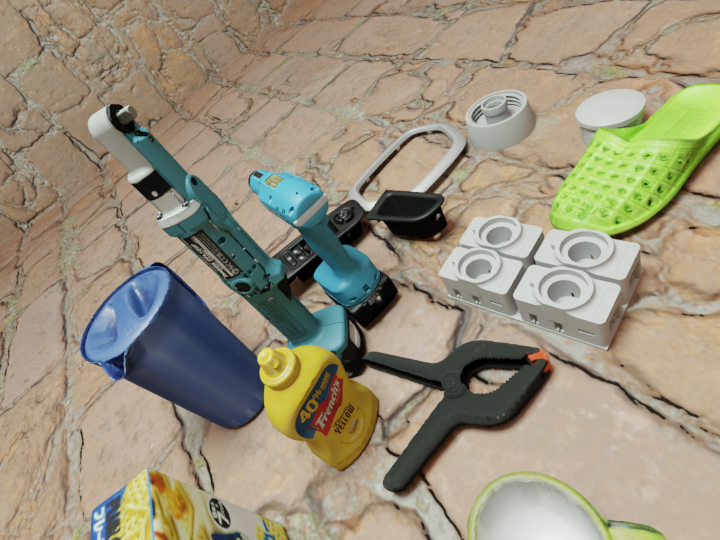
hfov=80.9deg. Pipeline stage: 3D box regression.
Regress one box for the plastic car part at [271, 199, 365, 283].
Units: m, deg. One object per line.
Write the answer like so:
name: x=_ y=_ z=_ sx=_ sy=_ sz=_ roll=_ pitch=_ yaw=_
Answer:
plastic car part: x=-0.068 y=-0.039 z=0.722 sx=0.202 sy=0.063 sz=0.070 roll=-43 pitch=40 yaw=-6

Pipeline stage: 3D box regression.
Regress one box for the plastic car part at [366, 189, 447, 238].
plastic car part: x=0.081 y=-0.079 z=0.651 sx=0.123 sy=0.067 sz=0.066 roll=14 pitch=61 yaw=43

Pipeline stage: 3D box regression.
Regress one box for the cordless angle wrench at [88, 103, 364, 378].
cordless angle wrench: x=-0.124 y=-0.001 z=0.469 sx=0.100 sy=0.401 sz=0.077 roll=-20 pitch=42 yaw=18

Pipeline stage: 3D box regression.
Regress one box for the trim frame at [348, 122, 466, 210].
trim frame: x=0.084 y=-0.195 z=0.788 sx=0.247 sy=0.026 sz=0.195 roll=-50 pitch=42 yaw=-14

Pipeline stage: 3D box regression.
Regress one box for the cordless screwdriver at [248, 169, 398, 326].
cordless screwdriver: x=-0.057 y=-0.037 z=0.581 sx=0.074 sy=0.236 sz=0.168 roll=-45 pitch=41 yaw=-11
